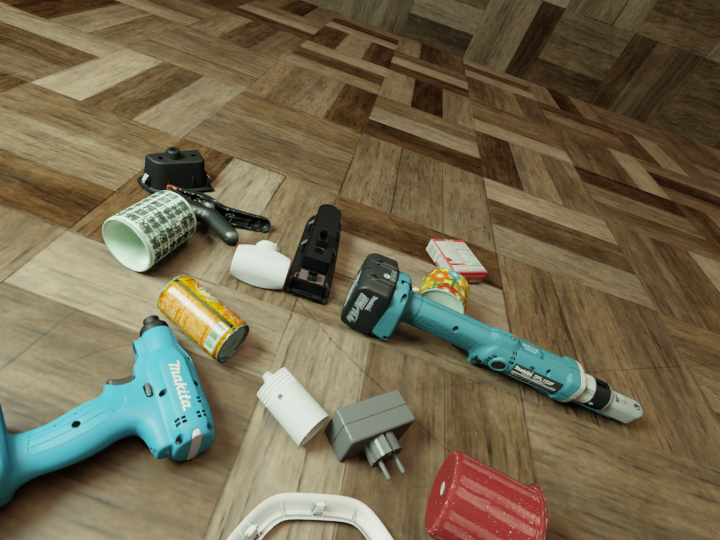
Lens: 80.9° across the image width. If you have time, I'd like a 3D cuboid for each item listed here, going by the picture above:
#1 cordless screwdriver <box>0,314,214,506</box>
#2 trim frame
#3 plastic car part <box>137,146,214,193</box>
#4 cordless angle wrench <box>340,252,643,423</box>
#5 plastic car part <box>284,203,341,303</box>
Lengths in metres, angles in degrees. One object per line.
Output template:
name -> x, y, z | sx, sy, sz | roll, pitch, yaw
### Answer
cordless screwdriver -> -0.272, 0.124, 0.381 | 0.239, 0.073, 0.167 | -10, 47, -37
trim frame -> -0.015, 0.296, 0.322 | 0.177, 0.027, 0.261 | -15, 52, -33
plastic car part -> -0.308, -0.172, 0.709 | 0.112, 0.070, 0.069 | -12, 49, -38
cordless angle wrench -> 0.184, 0.108, 0.574 | 0.423, 0.097, 0.075 | 24, 42, 0
plastic car part -> -0.065, -0.043, 0.669 | 0.066, 0.066, 0.207 | 11, 37, -2
